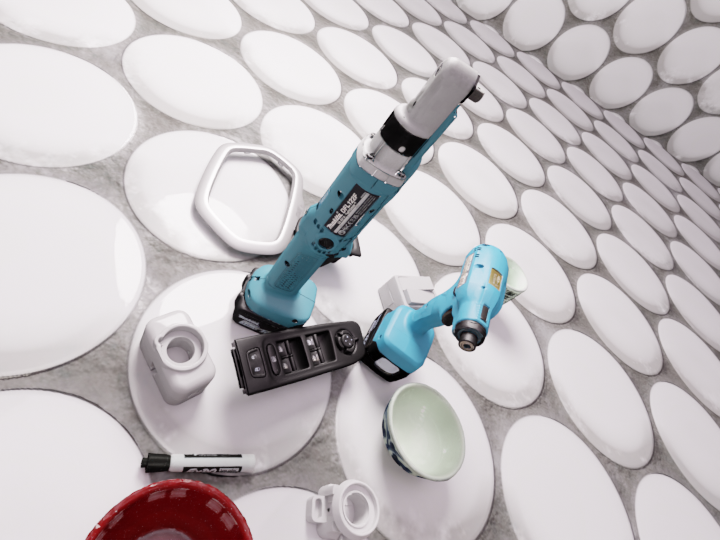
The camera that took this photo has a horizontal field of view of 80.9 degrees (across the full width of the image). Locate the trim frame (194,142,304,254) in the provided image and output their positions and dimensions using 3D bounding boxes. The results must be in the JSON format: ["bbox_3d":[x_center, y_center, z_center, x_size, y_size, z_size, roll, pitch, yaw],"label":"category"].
[{"bbox_3d":[-0.178,-0.129,0.718,0.178,0.028,0.255,21,47,-18],"label":"trim frame"}]

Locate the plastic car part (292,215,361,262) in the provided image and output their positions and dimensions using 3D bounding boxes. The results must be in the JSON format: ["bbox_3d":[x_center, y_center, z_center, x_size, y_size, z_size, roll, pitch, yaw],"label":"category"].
[{"bbox_3d":[-0.067,-0.044,0.690,0.112,0.071,0.068,9,54,-28],"label":"plastic car part"}]

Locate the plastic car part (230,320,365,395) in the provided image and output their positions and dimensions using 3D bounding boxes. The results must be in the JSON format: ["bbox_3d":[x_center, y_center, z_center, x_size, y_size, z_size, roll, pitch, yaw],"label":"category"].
[{"bbox_3d":[-0.078,0.114,0.560,0.194,0.067,0.069,-8,63,-37],"label":"plastic car part"}]

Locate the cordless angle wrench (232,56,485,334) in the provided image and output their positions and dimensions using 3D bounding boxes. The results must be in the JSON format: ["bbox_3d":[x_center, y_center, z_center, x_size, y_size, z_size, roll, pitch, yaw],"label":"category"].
[{"bbox_3d":[-0.032,-0.046,0.462,0.095,0.426,0.076,28,47,-16],"label":"cordless angle wrench"}]

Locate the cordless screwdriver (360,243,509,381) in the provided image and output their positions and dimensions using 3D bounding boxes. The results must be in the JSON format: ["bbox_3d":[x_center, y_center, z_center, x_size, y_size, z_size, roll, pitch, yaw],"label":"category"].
[{"bbox_3d":[0.088,0.080,0.562,0.074,0.251,0.159,38,45,-7],"label":"cordless screwdriver"}]
